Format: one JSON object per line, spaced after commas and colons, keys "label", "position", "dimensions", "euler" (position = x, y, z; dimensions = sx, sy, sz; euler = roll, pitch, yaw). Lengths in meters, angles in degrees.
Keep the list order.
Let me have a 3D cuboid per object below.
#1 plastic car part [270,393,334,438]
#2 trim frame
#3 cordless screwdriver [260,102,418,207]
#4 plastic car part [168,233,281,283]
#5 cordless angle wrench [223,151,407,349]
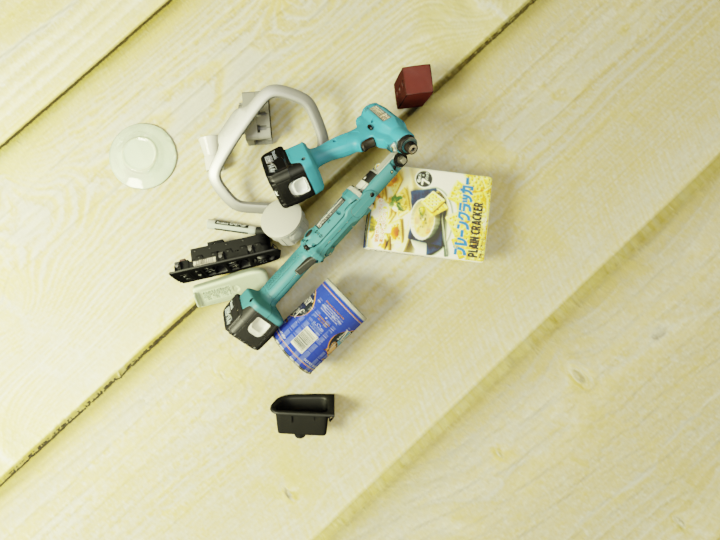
{"label": "plastic car part", "position": [-0.104, 0.272, 0.777], "dimensions": [0.117, 0.067, 0.070], "euler": [-3, 104, 1]}
{"label": "trim frame", "position": [-0.167, -0.215, 0.773], "dimensions": [0.176, 0.029, 0.249], "euler": [33, 101, -25]}
{"label": "cordless screwdriver", "position": [-0.037, -0.191, 0.715], "dimensions": [0.248, 0.071, 0.168], "euler": [-28, 44, -2]}
{"label": "plastic car part", "position": [-0.248, -0.026, 0.789], "dimensions": [0.203, 0.064, 0.069], "euler": [-9, 64, 0]}
{"label": "cordless angle wrench", "position": [-0.072, -0.047, 0.737], "dimensions": [0.423, 0.102, 0.071], "euler": [-47, 118, 3]}
